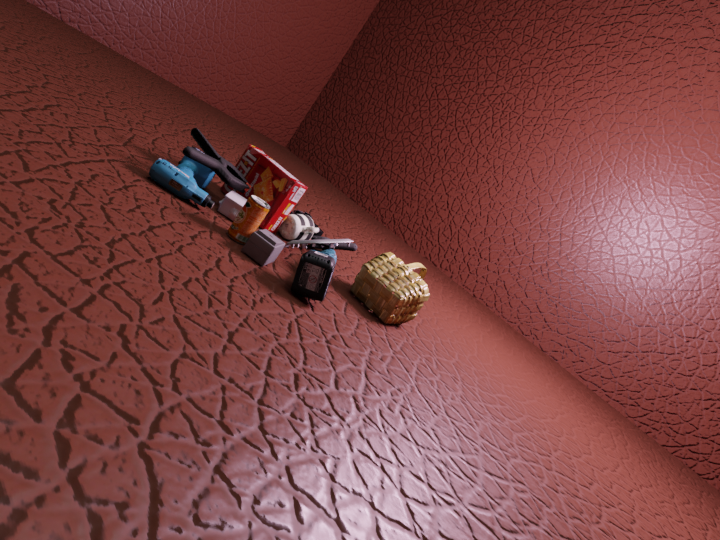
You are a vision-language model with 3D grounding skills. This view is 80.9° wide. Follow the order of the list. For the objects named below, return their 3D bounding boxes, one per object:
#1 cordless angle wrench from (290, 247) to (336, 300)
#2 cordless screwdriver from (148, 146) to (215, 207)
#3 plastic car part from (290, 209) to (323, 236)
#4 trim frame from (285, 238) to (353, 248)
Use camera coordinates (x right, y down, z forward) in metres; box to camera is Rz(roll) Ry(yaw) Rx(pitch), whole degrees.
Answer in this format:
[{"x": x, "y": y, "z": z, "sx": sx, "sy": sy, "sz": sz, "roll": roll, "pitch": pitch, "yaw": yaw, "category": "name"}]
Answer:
[{"x": -0.096, "y": -0.015, "z": 1.080, "sx": 0.074, "sy": 0.097, "sz": 0.423, "roll": 19, "pitch": 8, "yaw": -1, "category": "cordless angle wrench"}, {"x": -0.419, "y": -0.235, "z": 1.077, "sx": 0.155, "sy": 0.074, "sz": 0.254, "roll": 34, "pitch": 16, "yaw": -15, "category": "cordless screwdriver"}, {"x": -0.182, "y": -0.152, "z": 1.422, "sx": 0.062, "sy": 0.067, "sz": 0.214, "roll": 33, "pitch": 13, "yaw": -48, "category": "plastic car part"}, {"x": -0.110, "y": -0.072, "z": 1.130, "sx": 0.185, "sy": 0.027, "sz": 0.249, "roll": -1, "pitch": 6, "yaw": 1, "category": "trim frame"}]
